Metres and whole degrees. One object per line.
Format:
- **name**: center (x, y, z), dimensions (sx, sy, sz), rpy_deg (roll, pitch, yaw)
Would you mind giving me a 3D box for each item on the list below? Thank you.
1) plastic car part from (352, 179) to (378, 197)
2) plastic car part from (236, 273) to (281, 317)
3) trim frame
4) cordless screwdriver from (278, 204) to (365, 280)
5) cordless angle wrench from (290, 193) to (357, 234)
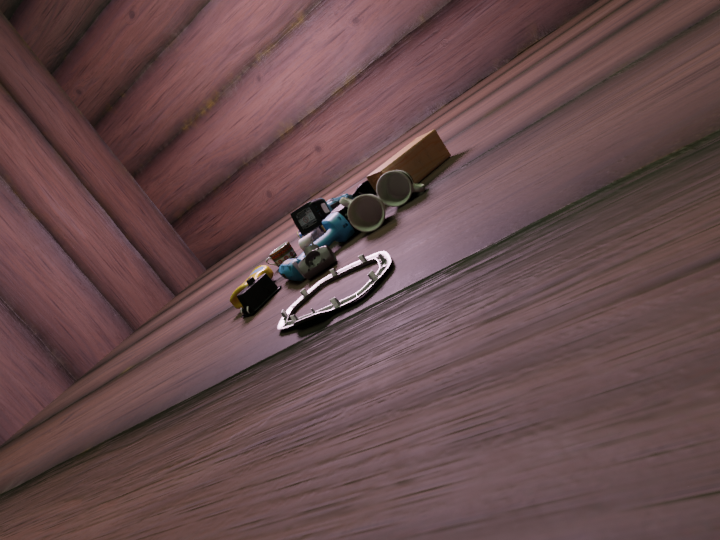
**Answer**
- **plastic car part**: center (0.032, -0.231, 1.230), dimensions (0.067, 0.068, 0.198), rpy_deg (-40, -4, 26)
- **plastic car part**: center (-0.259, 0.052, 1.042), dimensions (0.068, 0.069, 0.115), rpy_deg (-19, 25, 50)
- **trim frame**: center (-0.050, 0.033, 0.730), dimensions (0.256, 0.027, 0.183), rpy_deg (-22, 21, 36)
- **cordless screwdriver**: center (-0.104, -0.068, 1.066), dimensions (0.247, 0.072, 0.164), rpy_deg (-45, 16, -17)
- **cordless angle wrench**: center (-0.084, -0.206, 1.363), dimensions (0.100, 0.074, 0.416), rpy_deg (-28, 6, 26)
